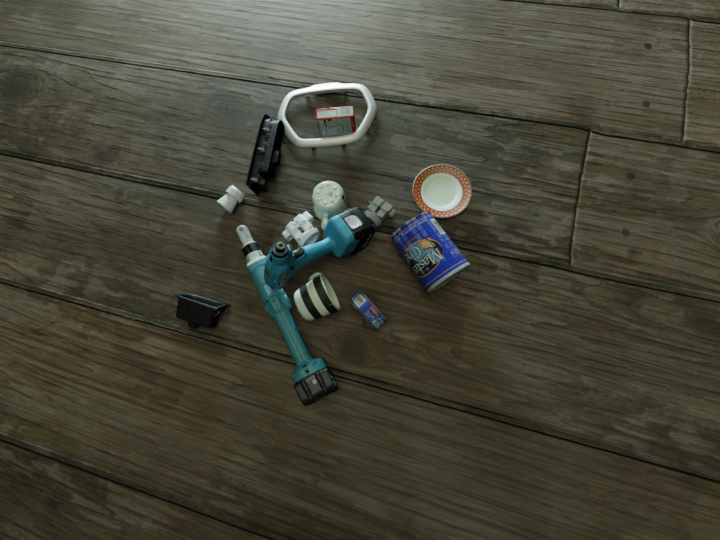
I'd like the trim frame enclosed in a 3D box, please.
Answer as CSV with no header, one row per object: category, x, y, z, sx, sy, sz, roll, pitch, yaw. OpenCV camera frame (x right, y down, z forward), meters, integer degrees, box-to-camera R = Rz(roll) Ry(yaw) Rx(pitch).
trim frame,-0.085,-0.392,1.055,0.252,0.027,0.187,-5,76,8

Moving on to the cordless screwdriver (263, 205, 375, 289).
cordless screwdriver,-0.085,-0.056,0.871,0.244,0.157,0.077,-29,74,-23

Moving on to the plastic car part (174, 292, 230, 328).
plastic car part,-0.365,0.096,0.954,0.119,0.064,0.071,11,92,13

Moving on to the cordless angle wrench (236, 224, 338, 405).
cordless angle wrench,-0.179,0.075,0.916,0.074,0.095,0.437,-28,70,-5

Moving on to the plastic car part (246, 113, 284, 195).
plastic car part,-0.223,-0.287,1.019,0.069,0.063,0.206,-3,72,24
